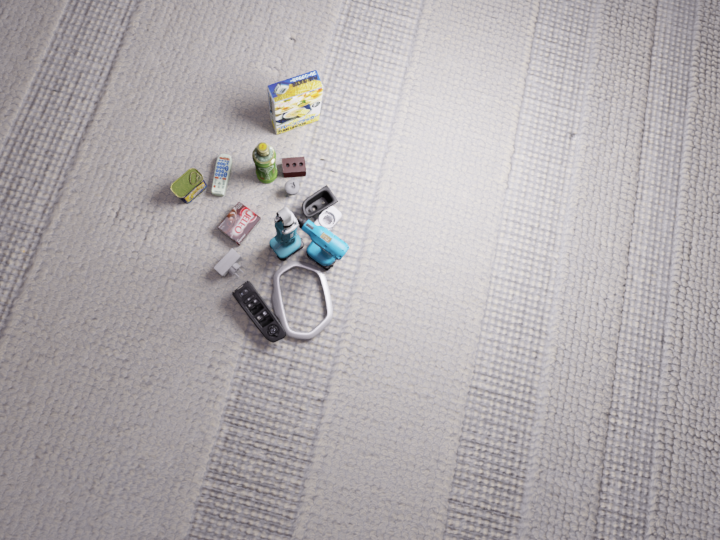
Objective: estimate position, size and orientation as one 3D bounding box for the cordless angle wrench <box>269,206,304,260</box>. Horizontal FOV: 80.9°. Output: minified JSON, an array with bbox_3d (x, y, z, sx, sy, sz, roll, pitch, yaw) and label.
[{"bbox_3d":[-0.203,-0.105,1.154,0.097,0.423,0.075,-36,90,-11],"label":"cordless angle wrench"}]

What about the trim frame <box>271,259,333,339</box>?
[{"bbox_3d":[-0.185,0.089,1.319,0.182,0.027,0.252,-13,81,-6],"label":"trim frame"}]

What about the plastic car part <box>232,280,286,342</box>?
[{"bbox_3d":[-0.304,0.131,1.284,0.066,0.067,0.205,-37,84,-11],"label":"plastic car part"}]

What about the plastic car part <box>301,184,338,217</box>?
[{"bbox_3d":[-0.140,-0.210,1.356,0.116,0.071,0.067,-34,86,-10],"label":"plastic car part"}]

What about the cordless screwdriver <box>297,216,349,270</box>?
[{"bbox_3d":[-0.122,-0.079,1.243,0.160,0.249,0.074,37,79,-1],"label":"cordless screwdriver"}]
